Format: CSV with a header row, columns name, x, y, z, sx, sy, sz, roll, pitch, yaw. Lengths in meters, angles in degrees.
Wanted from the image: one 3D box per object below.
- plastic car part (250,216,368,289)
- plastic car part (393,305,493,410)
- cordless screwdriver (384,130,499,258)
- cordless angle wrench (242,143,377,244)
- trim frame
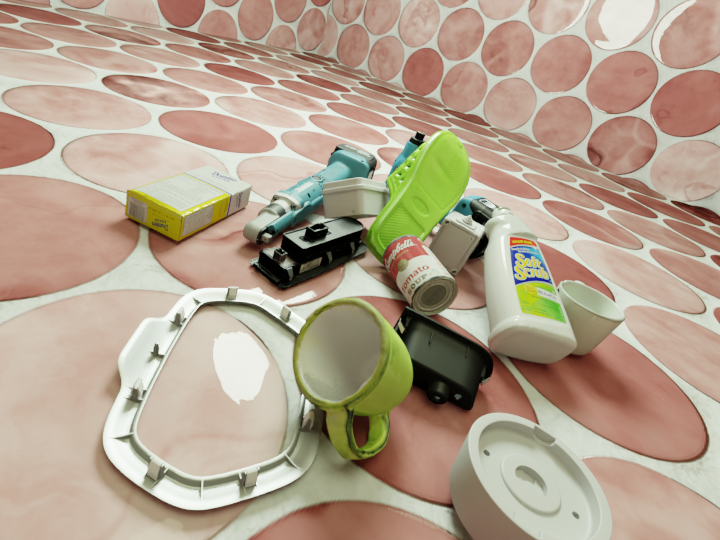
name,x,y,z,sx,sy,sz,roll,pitch,yaw
plastic car part,-0.059,-0.039,0.604,0.070,0.066,0.196,28,28,28
plastic car part,0.081,0.103,0.449,0.119,0.065,0.070,28,46,10
cordless screwdriver,0.157,-0.143,0.790,0.262,0.158,0.071,40,31,30
cordless angle wrench,-0.082,-0.140,0.751,0.100,0.073,0.419,24,33,10
trim frame,-0.120,0.090,0.389,0.183,0.027,0.254,13,32,-6
